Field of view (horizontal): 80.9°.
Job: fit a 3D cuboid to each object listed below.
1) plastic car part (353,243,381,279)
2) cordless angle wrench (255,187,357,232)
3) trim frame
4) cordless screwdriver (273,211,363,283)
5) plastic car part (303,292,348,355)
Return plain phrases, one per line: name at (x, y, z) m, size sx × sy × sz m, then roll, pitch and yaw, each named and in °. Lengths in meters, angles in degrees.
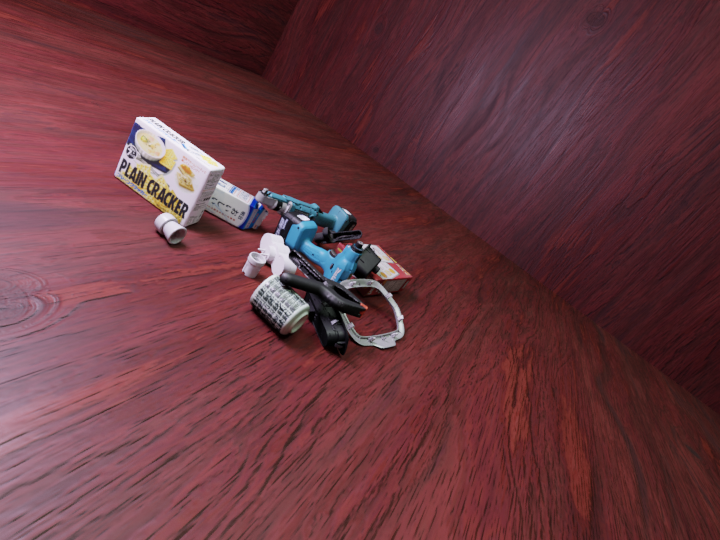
plastic car part at (0.017, -0.016, 1.131) m, size 0.072 × 0.066 × 0.114 m, roll 44°, pitch 54°, yaw 9°
cordless angle wrench at (-0.158, -0.170, 1.250) m, size 0.078 × 0.098 × 0.402 m, roll 47°, pitch 19°, yaw 27°
trim frame at (0.031, 0.103, 1.042) m, size 0.236 × 0.028 × 0.190 m, roll 4°, pitch 58°, yaw -51°
cordless screwdriver at (-0.107, -0.070, 1.099) m, size 0.260 × 0.159 × 0.071 m, roll 43°, pitch 27°, yaw 25°
plastic car part at (-0.082, 0.094, 0.926) m, size 0.064 × 0.066 × 0.214 m, roll 4°, pitch 35°, yaw -35°
